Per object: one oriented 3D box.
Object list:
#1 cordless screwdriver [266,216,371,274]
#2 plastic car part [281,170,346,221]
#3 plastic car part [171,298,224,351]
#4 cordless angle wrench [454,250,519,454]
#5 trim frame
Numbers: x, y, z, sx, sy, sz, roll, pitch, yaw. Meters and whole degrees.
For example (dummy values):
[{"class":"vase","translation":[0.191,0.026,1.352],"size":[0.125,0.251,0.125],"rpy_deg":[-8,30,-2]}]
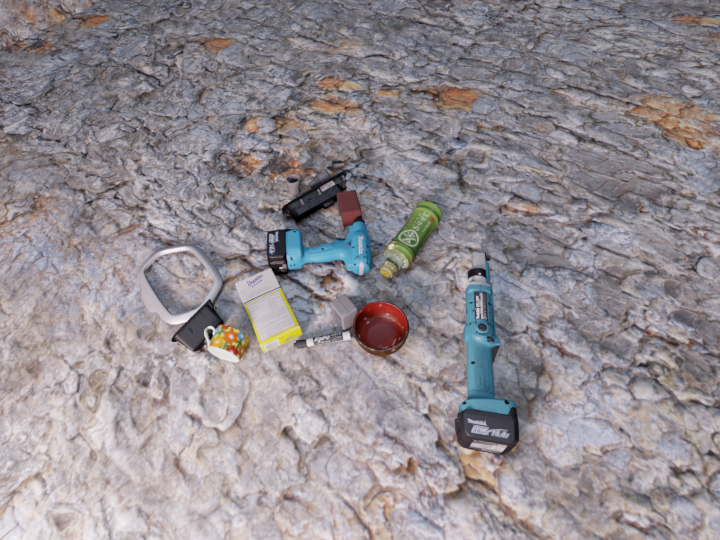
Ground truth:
[{"class":"cordless screwdriver","translation":[-0.100,-0.066,1.026],"size":[0.250,0.072,0.164],"rpy_deg":[-1,53,2]},{"class":"plastic car part","translation":[-0.116,-0.189,1.130],"size":[0.200,0.066,0.068],"rpy_deg":[-28,82,-15]},{"class":"plastic car part","translation":[-0.344,0.131,0.923],"size":[0.072,0.065,0.116],"rpy_deg":[34,66,10]},{"class":"cordless angle wrench","translation":[0.240,0.128,0.842],"size":[0.100,0.071,0.431],"rpy_deg":[4,52,8]},{"class":"trim frame","translation":[-0.443,0.026,1.029],"size":[0.182,0.026,0.261],"rpy_deg":[-37,59,-20]}]
